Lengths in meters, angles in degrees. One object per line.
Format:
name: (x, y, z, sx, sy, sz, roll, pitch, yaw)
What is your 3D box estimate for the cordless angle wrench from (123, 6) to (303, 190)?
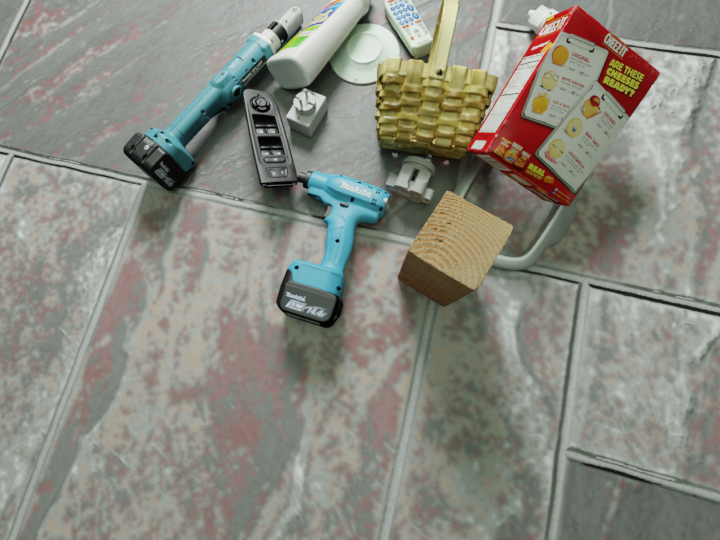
cordless angle wrench: (-0.243, -0.332, 0.768, 0.076, 0.095, 0.422, 35, 79, 13)

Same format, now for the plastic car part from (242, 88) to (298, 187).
plastic car part: (-0.164, -0.226, 0.741, 0.065, 0.067, 0.207, -10, 73, -18)

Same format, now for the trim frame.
trim frame: (0.254, -0.117, 0.687, 0.189, 0.027, 0.248, 31, 80, 14)

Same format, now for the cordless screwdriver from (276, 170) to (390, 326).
cordless screwdriver: (-0.067, -0.044, 0.684, 0.163, 0.072, 0.250, 20, 75, 10)
